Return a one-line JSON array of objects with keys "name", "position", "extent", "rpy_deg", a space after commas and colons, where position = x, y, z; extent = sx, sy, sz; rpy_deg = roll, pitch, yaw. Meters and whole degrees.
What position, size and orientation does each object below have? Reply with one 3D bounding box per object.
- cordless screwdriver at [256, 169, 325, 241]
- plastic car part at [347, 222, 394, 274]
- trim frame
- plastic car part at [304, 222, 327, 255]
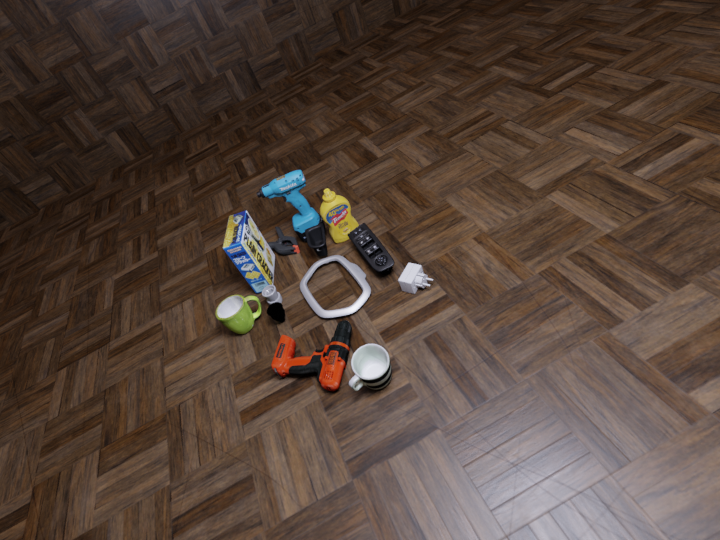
[{"name": "cordless screwdriver", "position": [-0.221, -0.201, 1.382], "extent": [0.160, 0.237, 0.077], "rpy_deg": [-20, 41, 6]}, {"name": "plastic car part", "position": [0.035, -0.054, 1.234], "extent": [0.066, 0.064, 0.214], "rpy_deg": [-31, 42, -5]}, {"name": "trim frame", "position": [-0.074, 0.043, 1.222], "extent": [0.183, 0.026, 0.263], "rpy_deg": [-35, 42, -8]}, {"name": "plastic car part", "position": [-0.132, -0.086, 1.349], "extent": [0.066, 0.067, 0.121], "rpy_deg": [-22, 42, 5]}]
